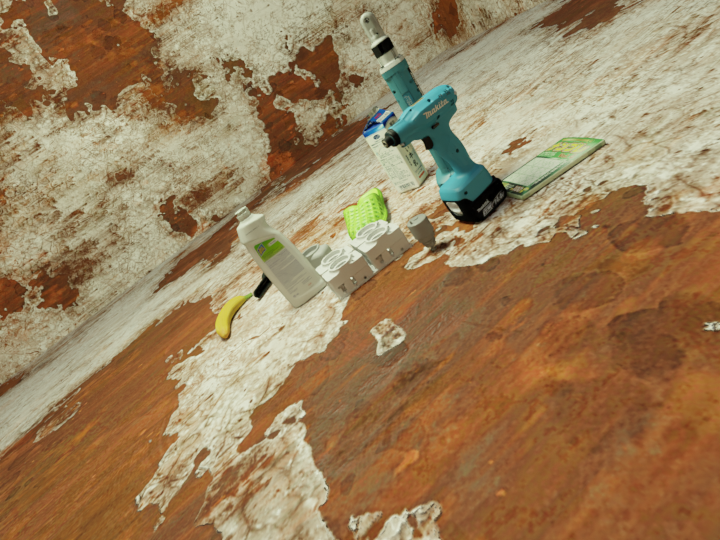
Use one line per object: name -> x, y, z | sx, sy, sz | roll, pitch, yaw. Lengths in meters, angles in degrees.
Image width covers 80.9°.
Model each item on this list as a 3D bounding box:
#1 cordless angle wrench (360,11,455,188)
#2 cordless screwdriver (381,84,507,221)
cordless angle wrench -> 0.117, -0.320, 0.853 | 0.076, 0.409, 0.099 | -25, 21, 26
cordless screwdriver -> 0.153, -0.195, 0.780 | 0.158, 0.241, 0.077 | -39, 19, -11
